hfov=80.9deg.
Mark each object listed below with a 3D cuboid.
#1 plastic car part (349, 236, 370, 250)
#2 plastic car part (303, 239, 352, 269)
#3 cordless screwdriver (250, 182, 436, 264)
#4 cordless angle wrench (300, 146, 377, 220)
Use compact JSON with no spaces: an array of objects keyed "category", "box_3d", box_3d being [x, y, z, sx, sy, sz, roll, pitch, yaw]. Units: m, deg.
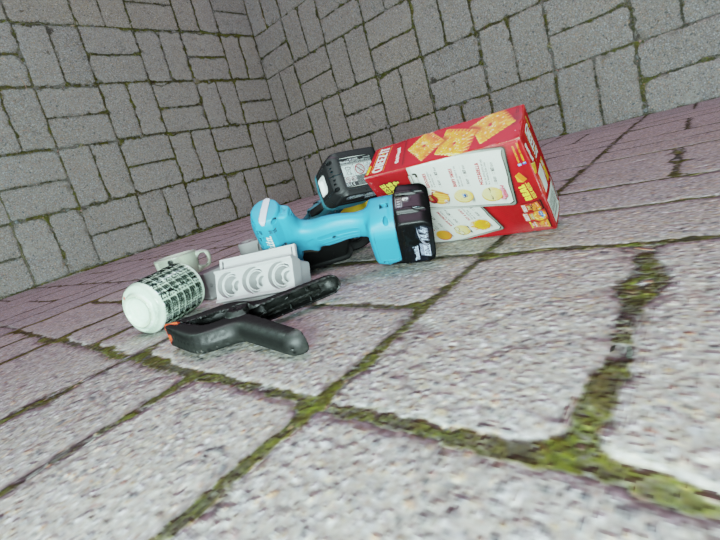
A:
[{"category":"plastic car part","box_3d":[-0.073,-0.042,0.774,0.200,0.068,0.066,-20,-19,-11]},{"category":"plastic car part","box_3d":[-0.069,-0.045,0.707,0.115,0.068,0.069,-15,-23,-10]},{"category":"cordless screwdriver","box_3d":[-0.022,-0.042,0.610,0.253,0.152,0.076,-3,51,10]},{"category":"cordless angle wrench","box_3d":[-0.077,-0.112,0.840,0.095,0.075,0.429,-15,-6,-23]}]
